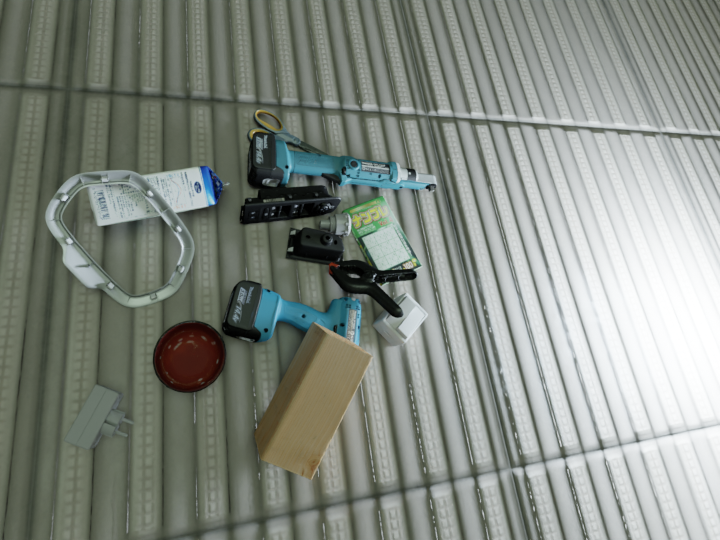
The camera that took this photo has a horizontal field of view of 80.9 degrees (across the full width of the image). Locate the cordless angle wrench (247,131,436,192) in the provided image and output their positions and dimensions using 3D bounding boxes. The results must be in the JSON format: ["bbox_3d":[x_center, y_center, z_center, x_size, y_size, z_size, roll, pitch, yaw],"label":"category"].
[{"bbox_3d":[-0.025,-0.213,0.904,0.411,0.075,0.100,3,71,-18],"label":"cordless angle wrench"}]

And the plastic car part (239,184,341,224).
[{"bbox_3d":[-0.141,-0.136,0.846,0.198,0.065,0.070,-5,56,-18],"label":"plastic car part"}]

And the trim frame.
[{"bbox_3d":[-0.392,-0.051,0.703,0.183,0.029,0.239,-38,113,-12],"label":"trim frame"}]

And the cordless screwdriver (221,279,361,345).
[{"bbox_3d":[-0.119,0.110,0.752,0.242,0.075,0.162,12,69,-16],"label":"cordless screwdriver"}]

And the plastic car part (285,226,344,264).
[{"bbox_3d":[-0.081,-0.053,0.825,0.114,0.071,0.067,10,70,-10],"label":"plastic car part"}]
